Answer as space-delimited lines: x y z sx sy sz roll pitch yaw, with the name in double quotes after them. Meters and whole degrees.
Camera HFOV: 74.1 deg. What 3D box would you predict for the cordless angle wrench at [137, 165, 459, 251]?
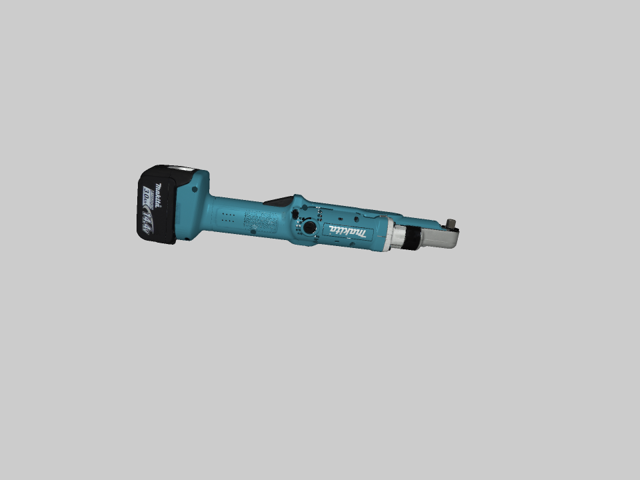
-0.017 -0.025 0.571 0.423 0.098 0.074 7 14 -7 "cordless angle wrench"
